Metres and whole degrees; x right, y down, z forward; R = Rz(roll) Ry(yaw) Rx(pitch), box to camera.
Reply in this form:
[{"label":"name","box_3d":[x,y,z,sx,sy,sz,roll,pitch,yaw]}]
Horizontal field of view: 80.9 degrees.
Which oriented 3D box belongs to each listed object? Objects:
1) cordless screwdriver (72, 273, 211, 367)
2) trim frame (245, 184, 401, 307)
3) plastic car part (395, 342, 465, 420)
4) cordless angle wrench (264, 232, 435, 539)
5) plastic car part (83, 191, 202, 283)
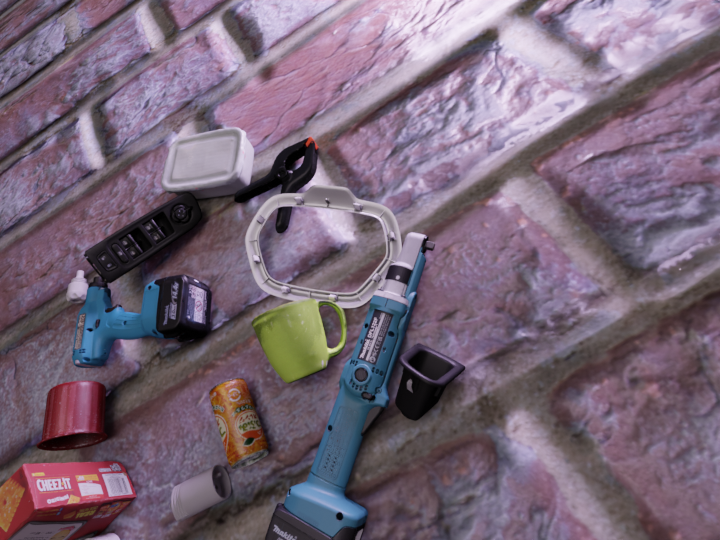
[{"label":"cordless screwdriver","box_3d":[-0.372,0.061,0.706,0.254,0.070,0.164,-16,65,17]},{"label":"trim frame","box_3d":[-0.063,-0.041,0.642,0.256,0.026,0.186,8,76,18]},{"label":"plastic car part","box_3d":[0.071,0.137,0.497,0.069,0.112,0.070,22,102,24]},{"label":"cordless angle wrench","box_3d":[0.008,0.139,0.537,0.102,0.071,0.425,14,72,23]},{"label":"plastic car part","box_3d":[-0.368,-0.061,0.743,0.201,0.068,0.066,-37,96,-10]}]
